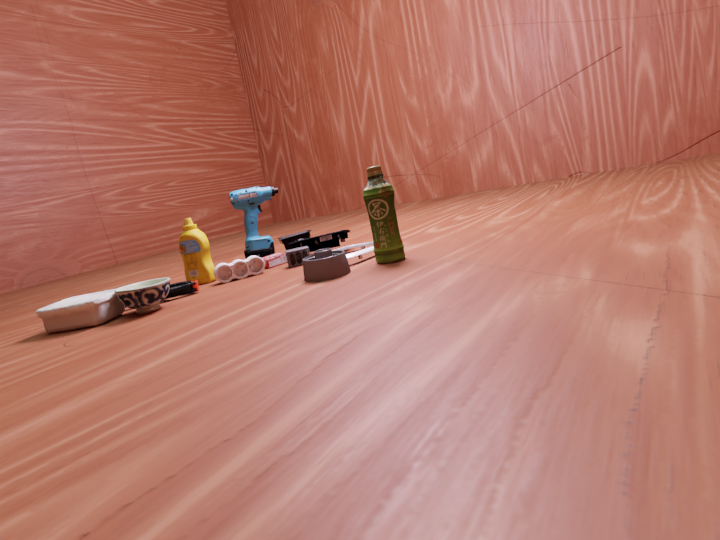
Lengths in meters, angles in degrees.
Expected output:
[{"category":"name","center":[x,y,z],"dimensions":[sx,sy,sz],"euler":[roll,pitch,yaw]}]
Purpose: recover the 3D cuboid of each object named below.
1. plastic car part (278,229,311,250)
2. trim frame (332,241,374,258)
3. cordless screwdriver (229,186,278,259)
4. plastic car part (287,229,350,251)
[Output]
[{"category":"plastic car part","center":[-0.216,-0.093,1.439],"dimensions":[0.115,0.070,0.067],"euler":[-13,9,-10]},{"category":"trim frame","center":[-0.038,-0.045,1.134],"dimensions":[0.193,0.027,0.240],"euler":[-2,15,41]},{"category":"cordless screwdriver","center":[-0.329,-0.152,1.395],"dimensions":[0.156,0.246,0.076],"euler":[-13,8,-15]},{"category":"plastic car part","center":[-0.129,-0.084,1.318],"dimensions":[0.210,0.066,0.065],"euler":[-6,10,26]}]
